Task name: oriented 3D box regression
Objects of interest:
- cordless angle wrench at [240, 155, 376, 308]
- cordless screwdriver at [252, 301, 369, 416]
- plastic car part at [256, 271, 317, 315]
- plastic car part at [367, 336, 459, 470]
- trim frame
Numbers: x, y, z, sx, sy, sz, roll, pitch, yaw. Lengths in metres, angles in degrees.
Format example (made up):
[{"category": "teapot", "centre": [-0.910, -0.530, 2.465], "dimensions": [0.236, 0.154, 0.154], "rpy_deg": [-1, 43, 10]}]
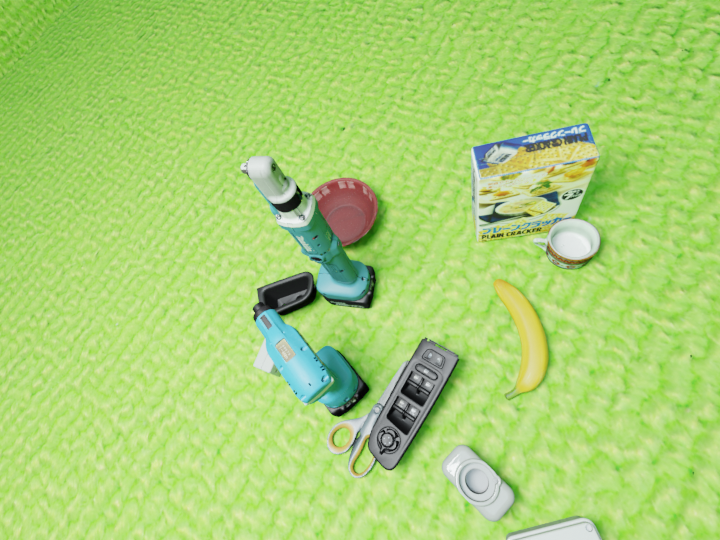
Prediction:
[{"category": "cordless angle wrench", "centre": [-0.063, -0.041, 0.643], "dimensions": [0.101, 0.404, 0.075], "rpy_deg": [5, 68, 17]}, {"category": "cordless screwdriver", "centre": [-0.078, 0.141, 0.658], "dimensions": [0.074, 0.237, 0.167], "rpy_deg": [-41, 62, -5]}, {"category": "plastic car part", "centre": [-0.131, 0.053, 0.816], "dimensions": [0.118, 0.068, 0.068], "rpy_deg": [-20, 62, 8]}, {"category": "plastic car part", "centre": [0.081, 0.212, 0.671], "dimensions": [0.069, 0.064, 0.203], "rpy_deg": [28, 77, 26]}, {"category": "trim frame", "centre": [0.385, -0.119, 0.744], "dimensions": [0.184, 0.026, 0.261], "rpy_deg": [-39, 60, -2]}]
